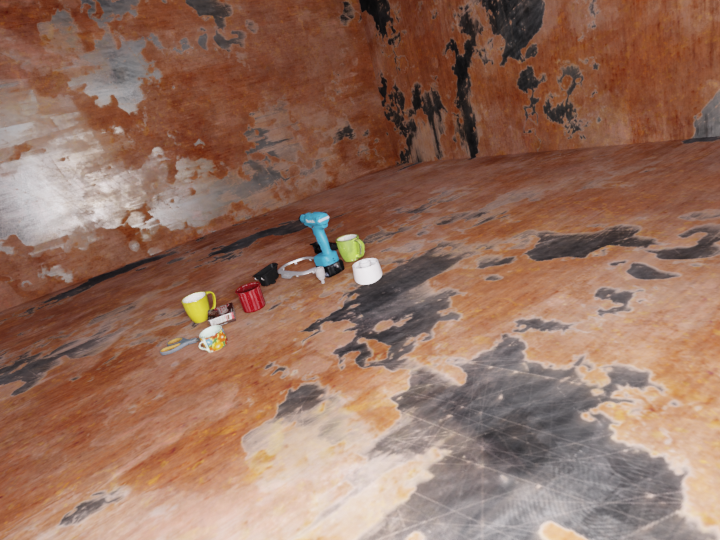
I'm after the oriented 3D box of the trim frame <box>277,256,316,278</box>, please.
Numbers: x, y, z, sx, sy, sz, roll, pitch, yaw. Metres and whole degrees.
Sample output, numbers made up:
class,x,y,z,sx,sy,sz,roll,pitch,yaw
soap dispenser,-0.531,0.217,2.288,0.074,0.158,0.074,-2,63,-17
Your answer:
class,x,y,z,sx,sy,sz,roll,pitch,yaw
trim frame,-0.242,-0.015,1.744,0.261,0.027,0.179,6,29,46

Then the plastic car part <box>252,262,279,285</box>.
class,x,y,z,sx,sy,sz,roll,pitch,yaw
plastic car part,-0.360,0.023,1.674,0.069,0.069,0.114,-3,23,35

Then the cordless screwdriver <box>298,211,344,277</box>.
class,x,y,z,sx,sy,sz,roll,pitch,yaw
cordless screwdriver,-0.155,-0.102,1.588,0.072,0.243,0.167,-26,20,-33

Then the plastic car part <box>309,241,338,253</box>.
class,x,y,z,sx,sy,sz,roll,pitch,yaw
plastic car part,-0.157,-0.095,1.833,0.065,0.065,0.213,-24,21,-23
